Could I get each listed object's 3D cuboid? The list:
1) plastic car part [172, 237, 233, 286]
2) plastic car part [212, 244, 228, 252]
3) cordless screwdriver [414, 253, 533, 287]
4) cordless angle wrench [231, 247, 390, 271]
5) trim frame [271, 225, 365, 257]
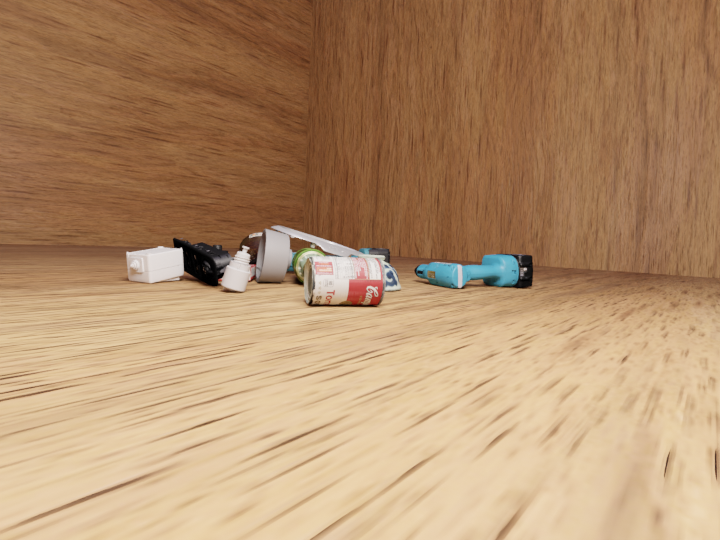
[{"bbox_3d":[-0.293,-0.018,0.796,0.064,0.065,0.214,-9,17,-35],"label":"plastic car part"},{"bbox_3d":[-0.330,-0.024,0.976,0.065,0.071,0.118,1,0,-10],"label":"plastic car part"},{"bbox_3d":[0.262,0.002,0.988,0.241,0.074,0.165,-3,5,-22],"label":"cordless screwdriver"},{"bbox_3d":[-0.135,-0.022,1.107,0.415,0.074,0.100,-1,3,-12],"label":"cordless angle wrench"},{"bbox_3d":[-0.097,-0.064,0.995,0.237,0.027,0.193,18,3,-31],"label":"trim frame"}]
